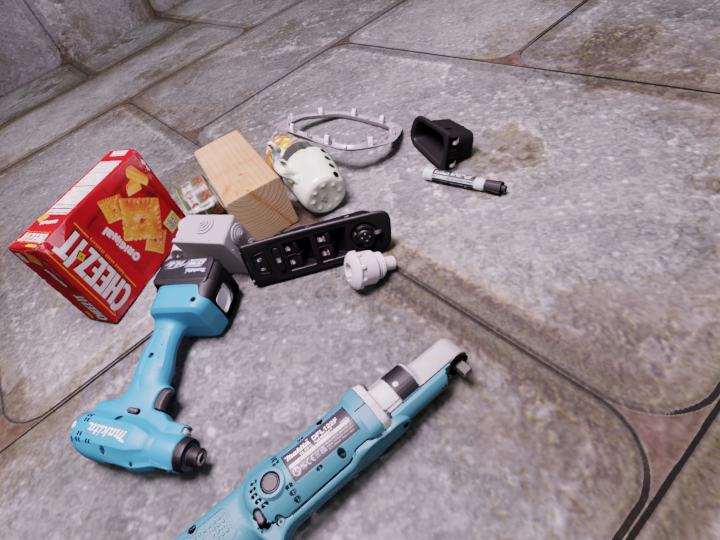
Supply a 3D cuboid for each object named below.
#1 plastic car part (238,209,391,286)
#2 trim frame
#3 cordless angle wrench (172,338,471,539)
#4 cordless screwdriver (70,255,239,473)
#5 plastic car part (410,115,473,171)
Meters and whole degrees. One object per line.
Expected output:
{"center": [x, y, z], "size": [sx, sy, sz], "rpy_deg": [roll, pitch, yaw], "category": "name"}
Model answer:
{"center": [-0.056, -0.037, 0.577], "size": [0.206, 0.064, 0.068], "rpy_deg": [-13, 19, 11], "category": "plastic car part"}
{"center": [-0.041, -0.260, 0.762], "size": [0.179, 0.027, 0.263], "rpy_deg": [-29, 44, -31], "category": "trim frame"}
{"center": [-0.069, 0.193, 0.361], "size": [0.418, 0.071, 0.104], "rpy_deg": [-36, 47, -16], "category": "cordless angle wrench"}
{"center": [-0.212, 0.101, 0.499], "size": [0.165, 0.071, 0.253], "rpy_deg": [-1, 53, 20], "category": "cordless screwdriver"}
{"center": [0.134, -0.209, 0.662], "size": [0.070, 0.064, 0.122], "rpy_deg": [-12, 40, -12], "category": "plastic car part"}
